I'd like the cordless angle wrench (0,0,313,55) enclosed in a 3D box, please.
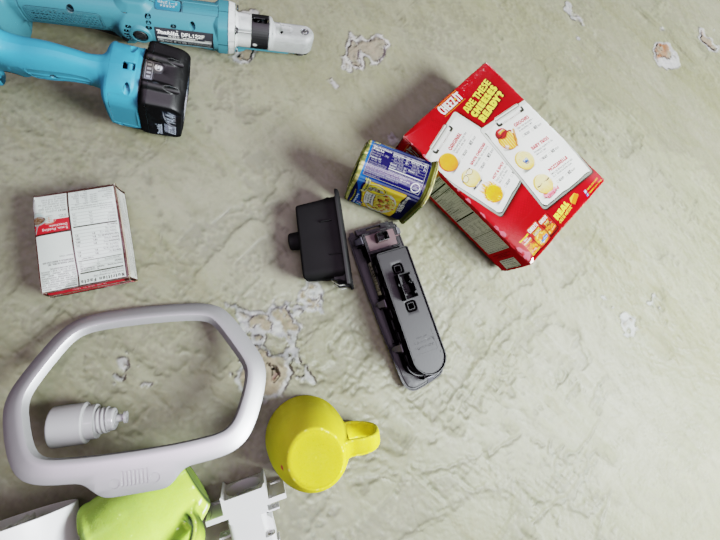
[{"bbox_3d":[-0.265,-0.304,0.510,0.415,0.098,0.075,1,77,-12],"label":"cordless angle wrench"}]

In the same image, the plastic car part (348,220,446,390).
[{"bbox_3d":[0.053,0.038,0.499,0.065,0.068,0.205,-15,84,-21],"label":"plastic car part"}]

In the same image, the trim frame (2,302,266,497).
[{"bbox_3d":[-0.220,0.119,0.425,0.244,0.027,0.191,-6,54,-12],"label":"trim frame"}]

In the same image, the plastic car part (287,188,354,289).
[{"bbox_3d":[-0.049,-0.032,0.502,0.071,0.064,0.118,-12,78,2],"label":"plastic car part"}]

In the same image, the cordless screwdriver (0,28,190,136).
[{"bbox_3d":[-0.322,-0.214,0.470,0.239,0.164,0.075,8,82,-25],"label":"cordless screwdriver"}]
